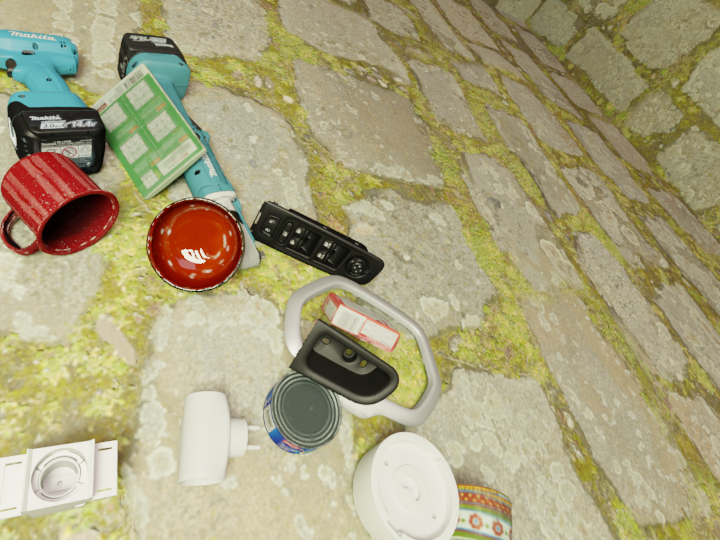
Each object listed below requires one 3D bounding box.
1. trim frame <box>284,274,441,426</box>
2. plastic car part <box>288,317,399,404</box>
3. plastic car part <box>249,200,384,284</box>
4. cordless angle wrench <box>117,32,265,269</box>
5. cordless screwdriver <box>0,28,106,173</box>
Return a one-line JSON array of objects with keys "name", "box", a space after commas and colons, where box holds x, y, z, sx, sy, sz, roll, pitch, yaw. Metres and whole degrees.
[{"name": "trim frame", "box": [0.007, 0.104, 0.578, 0.245, 0.028, 0.186, 32, 43, -8]}, {"name": "plastic car part", "box": [-0.018, 0.105, 0.502, 0.115, 0.066, 0.072, 31, 6, -8]}, {"name": "plastic car part", "box": [-0.062, -0.041, 0.636, 0.200, 0.066, 0.068, 27, 19, -8]}, {"name": "cordless angle wrench", "box": [-0.251, -0.182, 0.628, 0.094, 0.075, 0.437, -14, 65, -40]}, {"name": "cordless screwdriver", "box": [-0.437, -0.231, 0.551, 0.153, 0.074, 0.259, -13, 59, -38]}]
